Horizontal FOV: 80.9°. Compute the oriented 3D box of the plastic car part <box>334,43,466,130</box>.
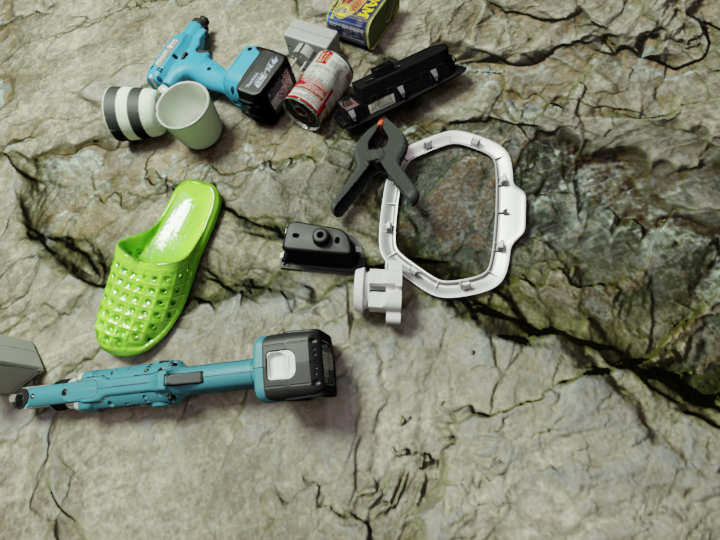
[{"bbox_3d":[0.054,-0.280,0.627,0.202,0.064,0.069,-23,33,-4],"label":"plastic car part"}]

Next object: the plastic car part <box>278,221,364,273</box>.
[{"bbox_3d":[-0.055,-0.036,0.559,0.119,0.068,0.067,7,74,14],"label":"plastic car part"}]

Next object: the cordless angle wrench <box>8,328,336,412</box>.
[{"bbox_3d":[-0.244,0.140,0.526,0.430,0.094,0.076,-9,71,11],"label":"cordless angle wrench"}]

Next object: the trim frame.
[{"bbox_3d":[0.122,-0.085,0.570,0.188,0.026,0.252,7,70,11],"label":"trim frame"}]

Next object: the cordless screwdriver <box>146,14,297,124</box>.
[{"bbox_3d":[-0.220,-0.341,0.697,0.258,0.071,0.159,22,75,20],"label":"cordless screwdriver"}]
